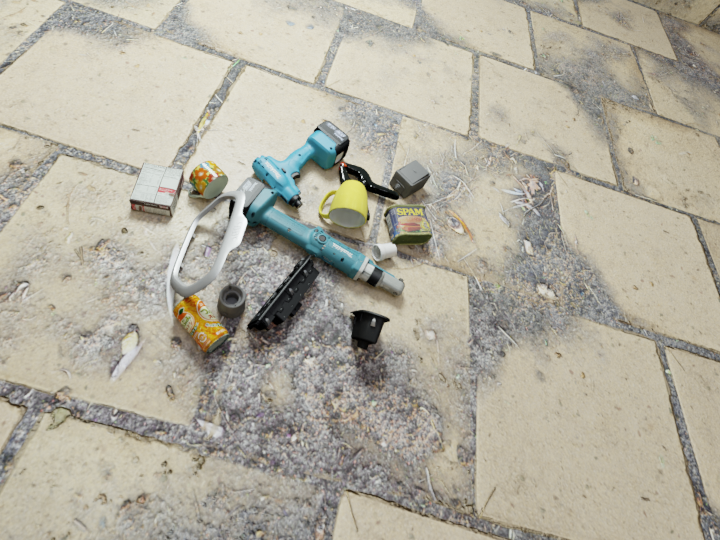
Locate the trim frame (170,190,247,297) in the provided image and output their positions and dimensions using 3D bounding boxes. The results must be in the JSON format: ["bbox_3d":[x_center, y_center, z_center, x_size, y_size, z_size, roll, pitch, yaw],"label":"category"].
[{"bbox_3d":[-0.298,-0.057,0.834,0.026,0.191,0.253,42,45,-40],"label":"trim frame"}]

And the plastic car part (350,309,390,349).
[{"bbox_3d":[0.012,0.118,0.831,0.065,0.117,0.071,20,80,-7],"label":"plastic car part"}]

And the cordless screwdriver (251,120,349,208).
[{"bbox_3d":[-0.127,-0.261,1.048,0.245,0.073,0.164,-38,75,-26],"label":"cordless screwdriver"}]

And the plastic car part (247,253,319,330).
[{"bbox_3d":[-0.143,0.047,0.857,0.066,0.067,0.203,35,56,-7],"label":"plastic car part"}]

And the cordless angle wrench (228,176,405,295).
[{"bbox_3d":[-0.091,-0.060,0.935,0.425,0.074,0.098,30,57,2],"label":"cordless angle wrench"}]
